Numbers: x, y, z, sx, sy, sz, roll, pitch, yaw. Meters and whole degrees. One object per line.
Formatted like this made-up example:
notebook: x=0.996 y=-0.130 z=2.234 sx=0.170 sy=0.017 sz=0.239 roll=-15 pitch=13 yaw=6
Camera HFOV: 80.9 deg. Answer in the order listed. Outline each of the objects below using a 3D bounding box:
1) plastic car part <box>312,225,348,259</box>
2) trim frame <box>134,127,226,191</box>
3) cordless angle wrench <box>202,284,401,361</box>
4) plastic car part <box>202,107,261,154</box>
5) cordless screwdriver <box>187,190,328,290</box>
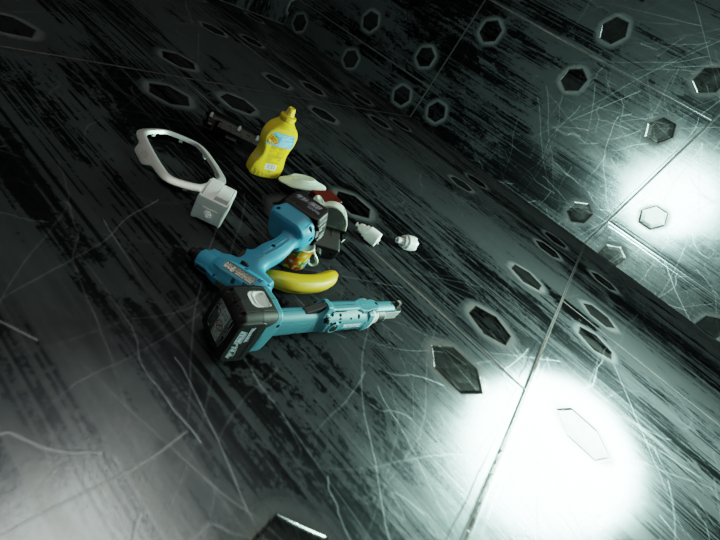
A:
plastic car part: x=-0.091 y=-0.060 z=0.936 sx=0.112 sy=0.066 sz=0.073 roll=14 pitch=49 yaw=-24
trim frame: x=-0.407 y=-0.250 z=0.952 sx=0.175 sy=0.027 sz=0.260 roll=-3 pitch=46 yaw=-47
cordless angle wrench: x=-0.061 y=0.078 z=0.730 sx=0.402 sy=0.098 sz=0.078 roll=3 pitch=42 yaw=-48
plastic car part: x=-0.334 y=-0.367 z=1.159 sx=0.196 sy=0.066 sz=0.069 roll=21 pitch=42 yaw=-20
cordless screwdriver: x=-0.177 y=-0.054 z=0.766 sx=0.163 sy=0.073 sz=0.247 roll=28 pitch=50 yaw=12
